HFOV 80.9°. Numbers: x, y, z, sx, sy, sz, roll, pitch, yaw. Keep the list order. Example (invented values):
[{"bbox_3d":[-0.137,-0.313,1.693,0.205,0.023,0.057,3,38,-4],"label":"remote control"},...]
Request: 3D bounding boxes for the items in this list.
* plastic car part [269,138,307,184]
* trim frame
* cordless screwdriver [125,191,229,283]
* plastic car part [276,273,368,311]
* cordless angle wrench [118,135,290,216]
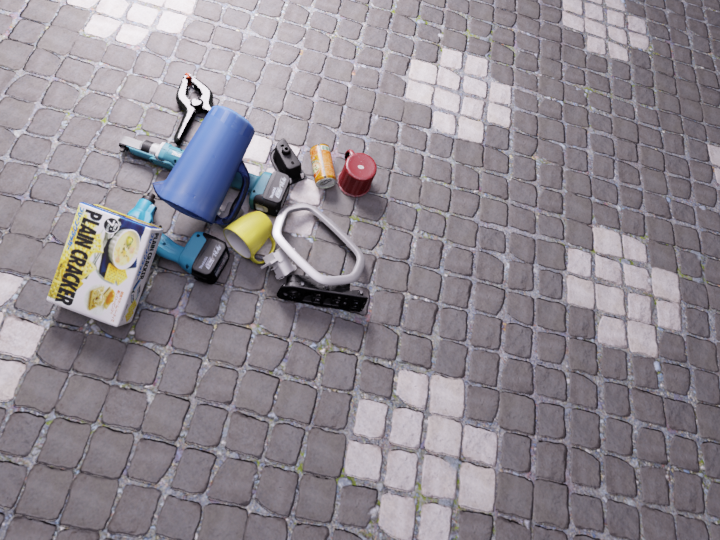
[{"bbox_3d":[-0.187,-0.283,1.070,0.065,0.071,0.119,-26,80,-20],"label":"plastic car part"},{"bbox_3d":[-0.097,-0.063,0.993,0.254,0.027,0.181,41,49,11],"label":"trim frame"},{"bbox_3d":[-0.417,-0.075,0.955,0.250,0.073,0.160,19,68,2],"label":"cordless screwdriver"},{"bbox_3d":[-0.088,0.045,0.966,0.200,0.065,0.069,5,60,-8],"label":"plastic car part"},{"bbox_3d":[-0.382,-0.247,1.028,0.424,0.073,0.099,19,68,1],"label":"cordless angle wrench"}]
